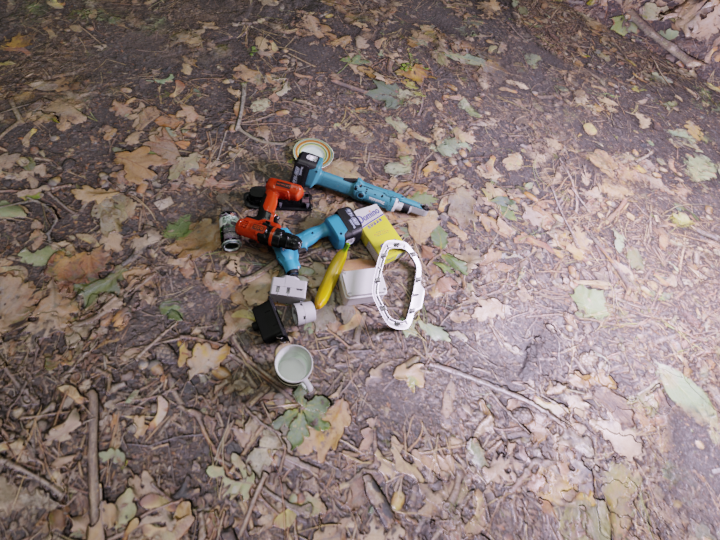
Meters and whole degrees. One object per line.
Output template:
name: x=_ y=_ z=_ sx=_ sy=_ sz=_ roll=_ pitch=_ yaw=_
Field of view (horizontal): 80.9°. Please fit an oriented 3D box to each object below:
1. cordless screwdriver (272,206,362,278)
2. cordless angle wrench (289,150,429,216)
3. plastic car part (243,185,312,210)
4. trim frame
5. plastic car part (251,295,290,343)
cordless screwdriver: x=-0.113 y=-0.074 z=1.154 sx=0.244 sy=0.073 sz=0.165 roll=-19 pitch=64 yaw=-15
cordless angle wrench: x=0.002 y=-0.240 z=1.268 sx=0.421 sy=0.097 sz=0.075 roll=19 pitch=40 yaw=-2
plastic car part: x=-0.239 y=-0.213 z=1.230 sx=0.201 sy=0.066 sz=0.068 roll=-1 pitch=67 yaw=-6
trim frame: x=0.103 y=0.032 z=1.099 sx=0.175 sy=0.028 sz=0.252 roll=37 pitch=52 yaw=-31
plastic car part: x=-0.225 y=0.129 z=1.023 sx=0.070 sy=0.064 sz=0.122 roll=-27 pitch=63 yaw=-9
